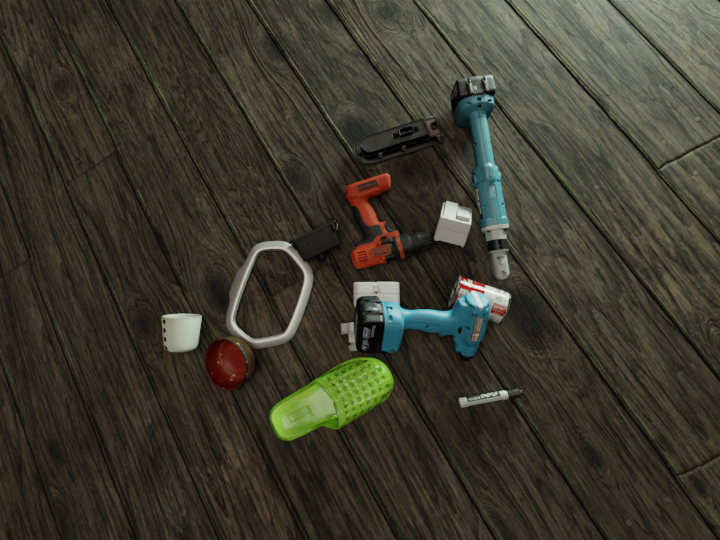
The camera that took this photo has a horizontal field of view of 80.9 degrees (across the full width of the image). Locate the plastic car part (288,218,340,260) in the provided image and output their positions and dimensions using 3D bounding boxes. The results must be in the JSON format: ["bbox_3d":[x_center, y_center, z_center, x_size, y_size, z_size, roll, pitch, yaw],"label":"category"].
[{"bbox_3d":[-0.092,-0.060,0.936,0.117,0.066,0.071,-29,93,6],"label":"plastic car part"}]

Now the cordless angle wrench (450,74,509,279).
[{"bbox_3d":[0.261,-0.191,0.881,0.075,0.096,0.427,-7,82,3],"label":"cordless angle wrench"}]

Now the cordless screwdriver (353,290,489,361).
[{"bbox_3d":[0.113,0.119,0.814,0.249,0.154,0.077,-2,34,0],"label":"cordless screwdriver"}]

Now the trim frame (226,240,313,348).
[{"bbox_3d":[-0.208,0.053,0.950,0.188,0.027,0.249,17,85,12],"label":"trim frame"}]

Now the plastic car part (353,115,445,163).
[{"bbox_3d":[0.084,-0.293,0.946,0.205,0.066,0.067,-16,86,9],"label":"plastic car part"}]
